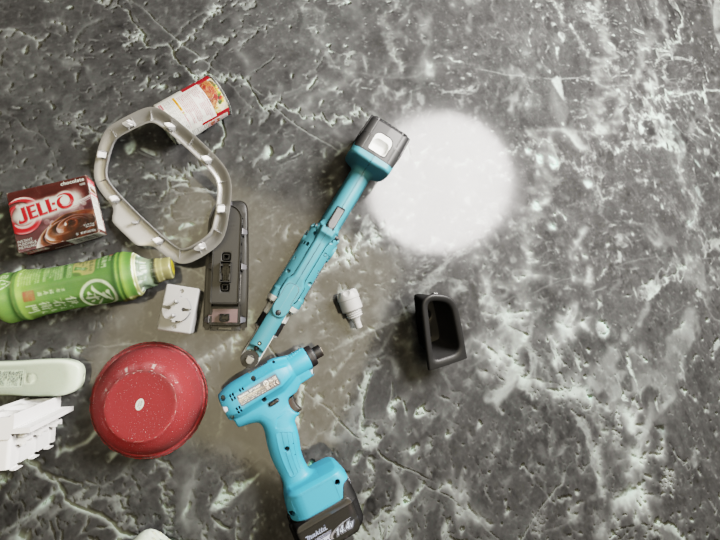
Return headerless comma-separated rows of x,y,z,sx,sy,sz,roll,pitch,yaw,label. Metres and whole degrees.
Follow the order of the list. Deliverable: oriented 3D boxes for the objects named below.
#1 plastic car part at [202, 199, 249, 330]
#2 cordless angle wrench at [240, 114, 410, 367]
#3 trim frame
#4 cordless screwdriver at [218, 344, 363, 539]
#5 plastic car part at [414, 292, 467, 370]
-0.203,-0.013,0.634,0.066,0.066,0.206,0,77,-5,plastic car part
-0.064,-0.042,0.652,0.074,0.099,0.423,31,81,-7,cordless angle wrench
-0.293,-0.123,0.615,0.251,0.027,0.185,43,106,6,trim frame
-0.076,0.241,0.599,0.157,0.075,0.251,-28,85,-14,cordless screwdriver
0.113,0.083,0.661,0.065,0.073,0.115,-14,100,-15,plastic car part
